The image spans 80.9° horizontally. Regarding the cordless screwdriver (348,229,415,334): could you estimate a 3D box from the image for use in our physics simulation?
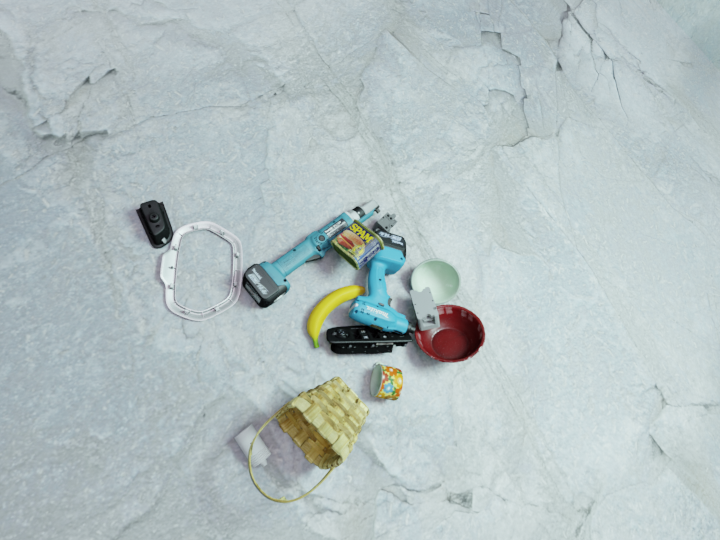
[{"bbox_3d":[0.069,0.031,1.034,0.157,0.074,0.253,19,56,-9],"label":"cordless screwdriver"}]

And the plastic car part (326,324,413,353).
[{"bbox_3d":[0.013,0.164,0.993,0.198,0.066,0.069,4,32,-15],"label":"plastic car part"}]

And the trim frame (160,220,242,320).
[{"bbox_3d":[-0.372,-0.005,0.996,0.181,0.027,0.254,2,69,-11],"label":"trim frame"}]

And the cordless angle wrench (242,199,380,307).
[{"bbox_3d":[-0.104,-0.068,1.061,0.416,0.074,0.099,-39,83,-26],"label":"cordless angle wrench"}]

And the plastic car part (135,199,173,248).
[{"bbox_3d":[-0.483,-0.118,0.993,0.064,0.070,0.120,-22,73,-21],"label":"plastic car part"}]
